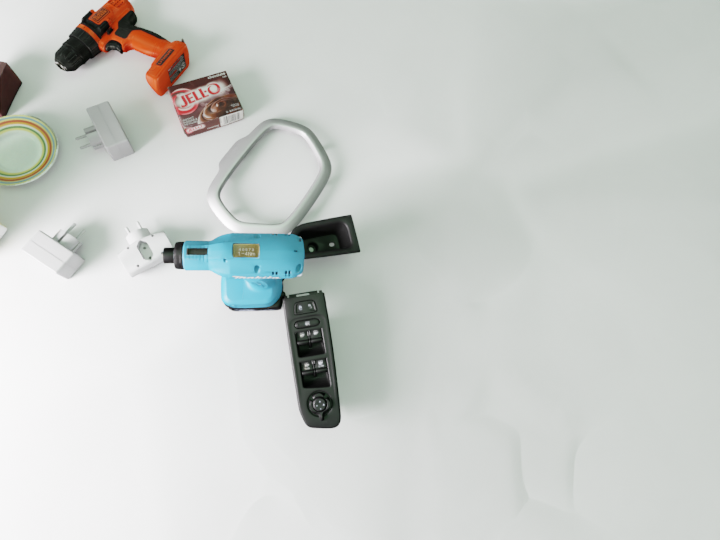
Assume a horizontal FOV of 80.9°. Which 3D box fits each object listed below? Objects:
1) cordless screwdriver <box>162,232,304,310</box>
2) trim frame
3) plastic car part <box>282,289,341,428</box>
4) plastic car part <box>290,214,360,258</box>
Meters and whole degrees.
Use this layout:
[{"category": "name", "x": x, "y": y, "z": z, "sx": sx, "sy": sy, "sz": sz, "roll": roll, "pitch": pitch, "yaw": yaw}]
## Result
[{"category": "cordless screwdriver", "x": -0.170, "y": 0.005, "z": 0.584, "sx": 0.156, "sy": 0.249, "sz": 0.075, "roll": 1, "pitch": 77, "yaw": -13}, {"category": "trim frame", "x": -0.160, "y": -0.168, "z": 0.754, "sx": 0.184, "sy": 0.027, "sz": 0.249, "roll": 30, "pitch": 71, "yaw": 0}, {"category": "plastic car part", "x": -0.076, "y": 0.138, "z": 0.655, "sx": 0.065, "sy": 0.067, "sz": 0.207, "roll": -7, "pitch": 75, "yaw": -14}, {"category": "plastic car part", "x": -0.069, "y": -0.045, "z": 0.709, "sx": 0.114, "sy": 0.071, "sz": 0.067, "roll": -11, "pitch": 78, "yaw": -13}]
